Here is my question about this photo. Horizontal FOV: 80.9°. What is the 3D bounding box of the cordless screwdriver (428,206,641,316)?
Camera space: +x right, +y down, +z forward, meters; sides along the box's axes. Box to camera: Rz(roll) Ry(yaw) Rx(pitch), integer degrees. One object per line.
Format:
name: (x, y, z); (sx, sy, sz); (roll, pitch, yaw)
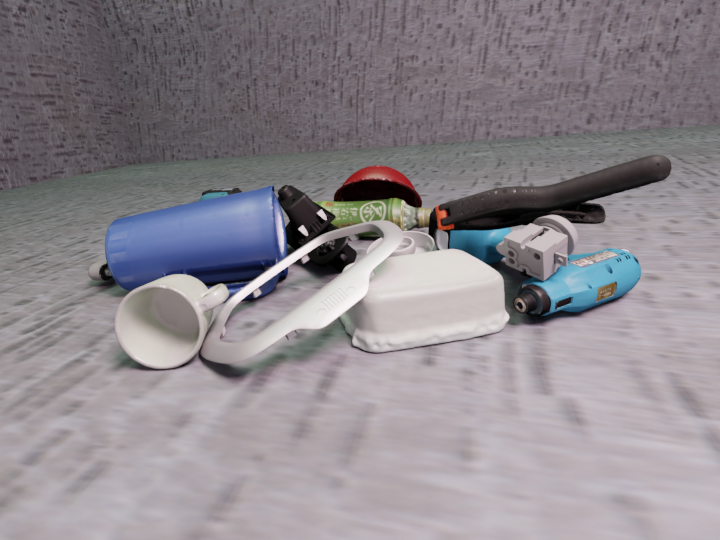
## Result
cordless screwdriver: (0.175, -0.019, 0.529); (0.155, 0.072, 0.262); (-15, 26, -24)

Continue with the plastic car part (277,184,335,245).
plastic car part: (-0.098, -0.099, 0.656); (0.066, 0.067, 0.122); (-40, 33, -3)

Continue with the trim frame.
trim frame: (-0.063, 0.015, 0.455); (0.245, 0.027, 0.192); (-36, 23, -19)

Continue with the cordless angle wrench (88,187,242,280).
cordless angle wrench: (-0.360, -0.078, 0.825); (0.100, 0.072, 0.422); (0, 24, 14)

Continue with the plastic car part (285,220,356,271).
plastic car part: (-0.065, -0.043, 0.665); (0.066, 0.064, 0.212); (-47, 28, -6)
